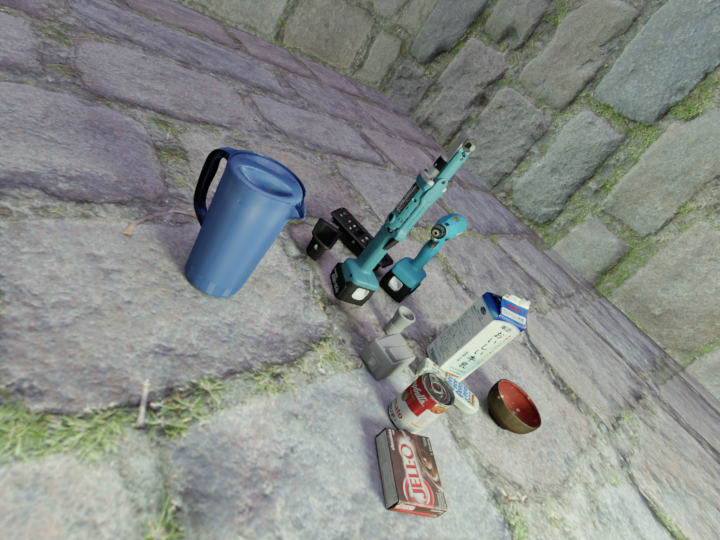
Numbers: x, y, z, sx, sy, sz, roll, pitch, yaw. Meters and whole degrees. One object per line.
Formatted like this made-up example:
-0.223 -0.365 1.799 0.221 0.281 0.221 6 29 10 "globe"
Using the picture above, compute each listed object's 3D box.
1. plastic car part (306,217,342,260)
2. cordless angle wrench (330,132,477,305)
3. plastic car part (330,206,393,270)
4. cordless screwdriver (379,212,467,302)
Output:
-0.096 -0.063 0.985 0.065 0.071 0.117 34 29 -6 "plastic car part"
0.081 -0.097 0.856 0.071 0.424 0.102 20 34 -29 "cordless angle wrench"
-0.004 -0.073 1.096 0.209 0.067 0.064 43 30 14 "plastic car part"
0.140 -0.028 0.994 0.076 0.249 0.154 46 30 13 "cordless screwdriver"
